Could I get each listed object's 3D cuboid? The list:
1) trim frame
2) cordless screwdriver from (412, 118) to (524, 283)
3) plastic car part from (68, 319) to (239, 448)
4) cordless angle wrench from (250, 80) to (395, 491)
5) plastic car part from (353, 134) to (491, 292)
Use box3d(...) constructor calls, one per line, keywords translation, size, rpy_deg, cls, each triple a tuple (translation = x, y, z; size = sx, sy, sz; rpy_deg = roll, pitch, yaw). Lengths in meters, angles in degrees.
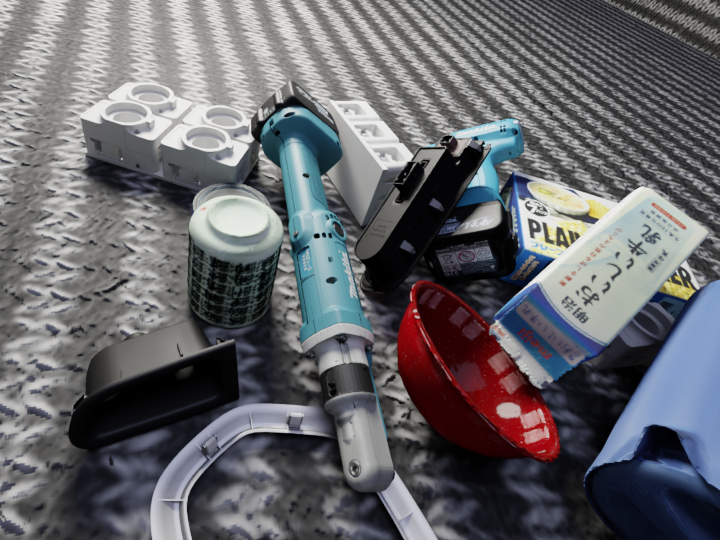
box3d(translation=(-0.030, 0.196, 0.261), size=(0.178, 0.027, 0.260), rpy_deg=(-18, 56, -29), cls="trim frame")
box3d(translation=(0.120, -0.099, 0.540), size=(0.165, 0.071, 0.251), rpy_deg=(-7, 44, 29), cls="cordless screwdriver")
box3d(translation=(-0.158, 0.075, 0.323), size=(0.113, 0.064, 0.075), rpy_deg=(-13, 38, -24), cls="plastic car part")
box3d(translation=(-0.040, -0.026, 0.408), size=(0.092, 0.075, 0.440), rpy_deg=(29, 36, -43), cls="cordless angle wrench")
box3d(translation=(0.057, -0.068, 0.445), size=(0.070, 0.063, 0.203), rpy_deg=(22, 78, 46), cls="plastic car part")
